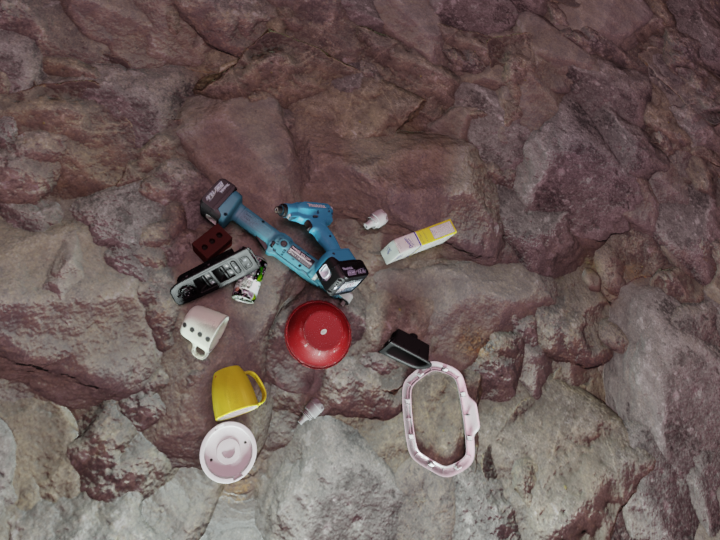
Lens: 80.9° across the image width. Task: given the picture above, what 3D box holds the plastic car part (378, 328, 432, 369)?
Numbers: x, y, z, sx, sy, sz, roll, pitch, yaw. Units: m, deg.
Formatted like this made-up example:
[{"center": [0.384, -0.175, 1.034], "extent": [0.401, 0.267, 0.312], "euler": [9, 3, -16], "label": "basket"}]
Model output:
[{"center": [0.114, 0.180, 1.004], "extent": [0.115, 0.066, 0.072], "euler": [24, 52, -7], "label": "plastic car part"}]

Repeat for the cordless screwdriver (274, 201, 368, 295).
[{"center": [-0.096, -0.063, 0.983], "extent": [0.152, 0.075, 0.259], "euler": [-1, 52, -41], "label": "cordless screwdriver"}]

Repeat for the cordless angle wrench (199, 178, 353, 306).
[{"center": [-0.191, -0.056, 1.012], "extent": [0.422, 0.075, 0.098], "euler": [37, 66, -1], "label": "cordless angle wrench"}]

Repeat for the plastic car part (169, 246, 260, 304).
[{"center": [-0.329, 0.003, 0.935], "extent": [0.202, 0.063, 0.071], "euler": [-30, 49, -4], "label": "plastic car part"}]

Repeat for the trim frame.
[{"center": [0.186, 0.338, 0.978], "extent": [0.180, 0.027, 0.254], "euler": [2, 68, -14], "label": "trim frame"}]
